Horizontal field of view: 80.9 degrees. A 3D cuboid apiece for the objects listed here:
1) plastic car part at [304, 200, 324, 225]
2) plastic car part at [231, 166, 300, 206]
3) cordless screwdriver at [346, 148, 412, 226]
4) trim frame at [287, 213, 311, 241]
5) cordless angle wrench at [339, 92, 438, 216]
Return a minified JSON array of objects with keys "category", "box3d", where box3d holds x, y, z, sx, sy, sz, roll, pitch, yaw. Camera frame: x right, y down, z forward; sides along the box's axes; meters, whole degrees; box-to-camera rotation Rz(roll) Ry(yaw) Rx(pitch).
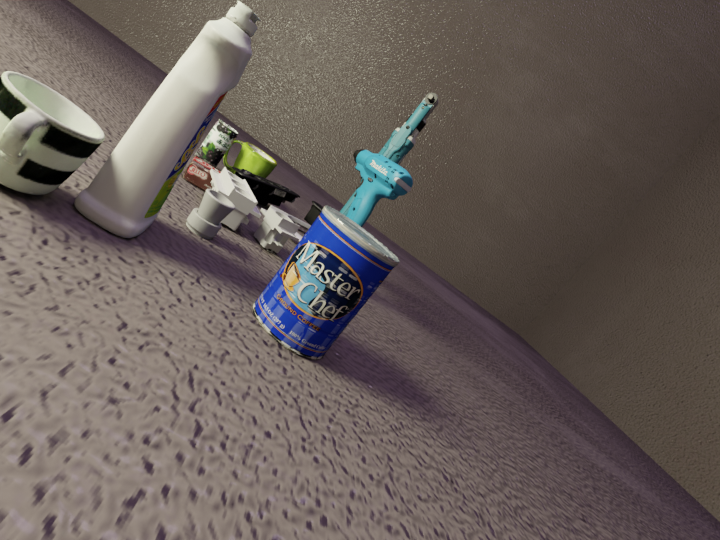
[{"category":"plastic car part","box3d":[-0.099,-0.122,1.114,0.119,0.071,0.065,39,10,8]},{"category":"plastic car part","box3d":[-0.230,-0.189,0.979,0.069,0.067,0.193,42,11,26]},{"category":"cordless screwdriver","box3d":[-0.025,-0.119,0.831,0.070,0.249,0.168,28,14,-46]},{"category":"trim frame","box3d":[-0.095,-0.062,0.976,0.235,0.027,0.194,29,12,-39]},{"category":"cordless angle wrench","box3d":[0.033,-0.210,0.943,0.076,0.423,0.095,40,10,13]}]
